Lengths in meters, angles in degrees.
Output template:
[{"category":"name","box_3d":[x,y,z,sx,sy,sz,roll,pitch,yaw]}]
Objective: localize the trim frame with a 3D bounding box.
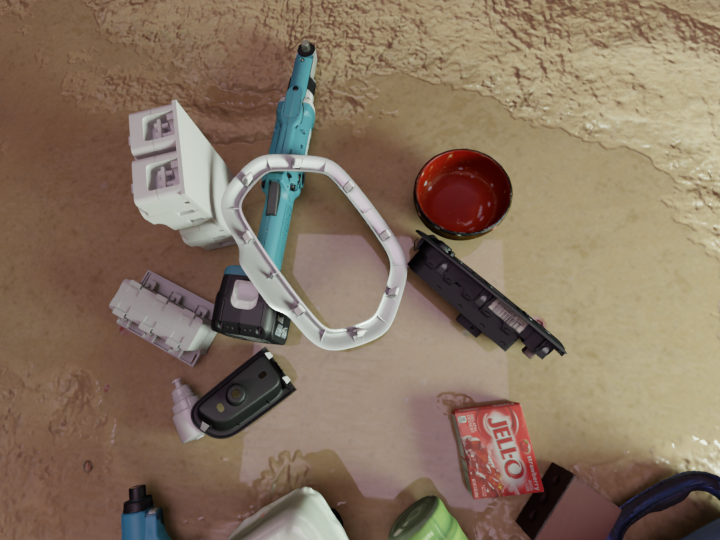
[{"category":"trim frame","box_3d":[-0.047,-0.031,0.481,0.181,0.028,0.250,-34,86,-25]}]

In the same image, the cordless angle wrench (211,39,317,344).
[{"category":"cordless angle wrench","box_3d":[-0.102,-0.123,0.557,0.075,0.095,0.429,6,72,5]}]

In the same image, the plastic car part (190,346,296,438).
[{"category":"plastic car part","box_3d":[-0.134,0.139,0.477,0.114,0.070,0.068,-34,76,-27]}]

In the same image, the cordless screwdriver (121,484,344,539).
[{"category":"cordless screwdriver","box_3d":[-0.142,0.302,0.451,0.251,0.072,0.162,-13,75,6]}]

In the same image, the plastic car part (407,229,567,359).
[{"category":"plastic car part","box_3d":[0.133,0.031,0.497,0.208,0.064,0.067,46,111,14]}]
